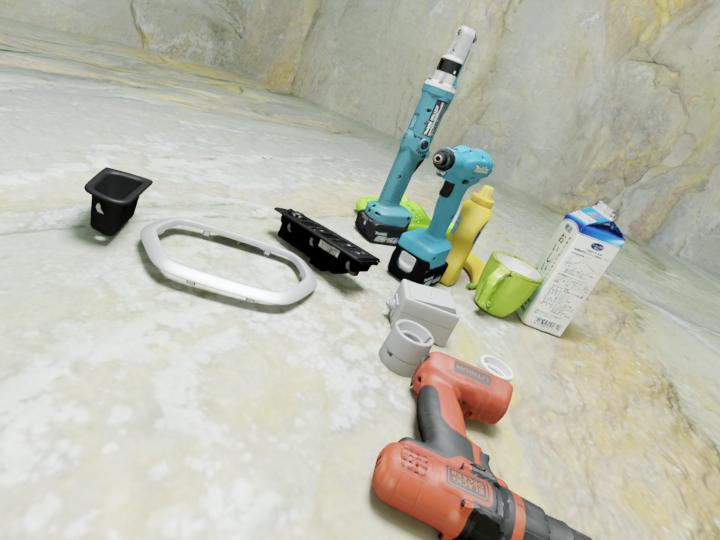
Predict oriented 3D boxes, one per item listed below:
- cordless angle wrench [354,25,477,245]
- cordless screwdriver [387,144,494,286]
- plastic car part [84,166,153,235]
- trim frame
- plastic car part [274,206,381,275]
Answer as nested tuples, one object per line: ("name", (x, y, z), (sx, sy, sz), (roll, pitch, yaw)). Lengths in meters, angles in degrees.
("cordless angle wrench", (0.110, -0.248, 0.819), (0.093, 0.419, 0.078), (8, 27, -32))
("cordless screwdriver", (0.122, -0.087, 0.701), (0.078, 0.246, 0.152), (37, 27, 29))
("plastic car part", (-0.325, -0.084, 0.557), (0.064, 0.070, 0.121), (14, 25, -18))
("trim frame", (-0.177, -0.016, 0.584), (0.243, 0.027, 0.190), (15, 24, -12))
("plastic car part", (-0.067, -0.044, 0.681), (0.214, 0.066, 0.063), (37, 27, 32))
